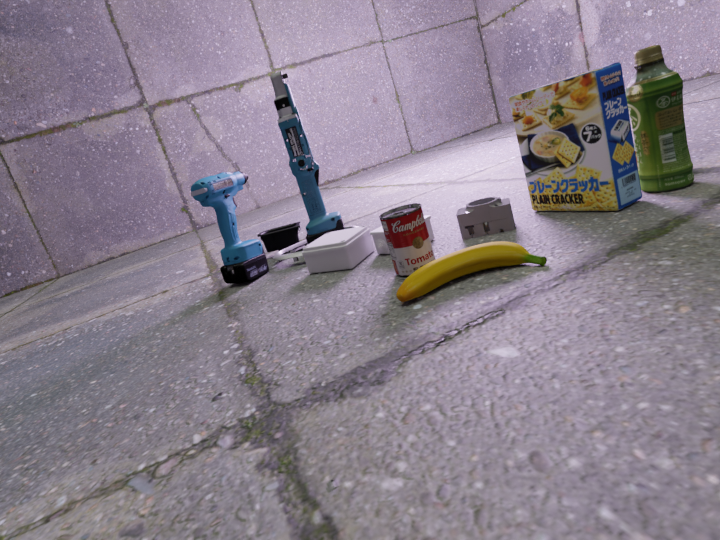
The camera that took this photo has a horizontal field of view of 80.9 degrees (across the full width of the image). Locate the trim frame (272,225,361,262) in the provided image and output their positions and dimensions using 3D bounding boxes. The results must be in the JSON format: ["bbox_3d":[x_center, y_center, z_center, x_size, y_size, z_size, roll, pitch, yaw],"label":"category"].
[{"bbox_3d":[-0.102,-0.067,1.048,0.242,0.027,0.193,-29,19,-32],"label":"trim frame"}]

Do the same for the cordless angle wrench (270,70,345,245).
[{"bbox_3d":[-0.136,-0.254,1.003,0.099,0.415,0.075,-16,12,4],"label":"cordless angle wrench"}]

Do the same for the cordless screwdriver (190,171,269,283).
[{"bbox_3d":[-0.281,-0.104,0.972,0.077,0.244,0.156,-10,15,32],"label":"cordless screwdriver"}]

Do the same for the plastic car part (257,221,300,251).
[{"bbox_3d":[-0.210,-0.082,1.135,0.117,0.069,0.067,-17,14,3],"label":"plastic car part"}]
